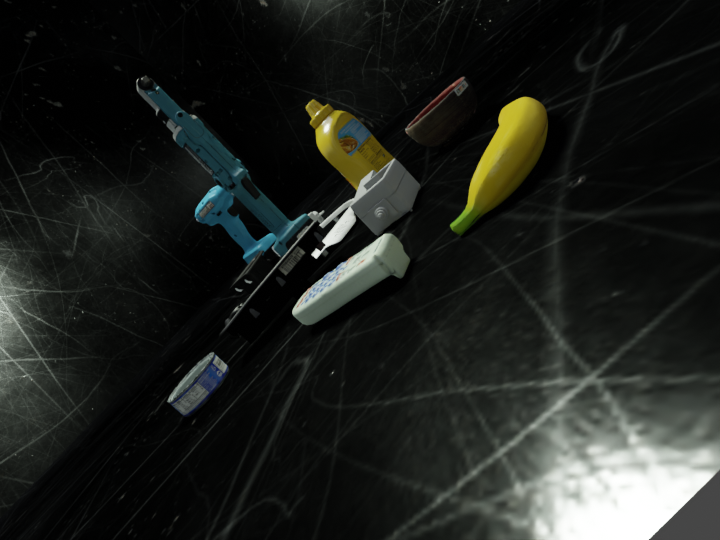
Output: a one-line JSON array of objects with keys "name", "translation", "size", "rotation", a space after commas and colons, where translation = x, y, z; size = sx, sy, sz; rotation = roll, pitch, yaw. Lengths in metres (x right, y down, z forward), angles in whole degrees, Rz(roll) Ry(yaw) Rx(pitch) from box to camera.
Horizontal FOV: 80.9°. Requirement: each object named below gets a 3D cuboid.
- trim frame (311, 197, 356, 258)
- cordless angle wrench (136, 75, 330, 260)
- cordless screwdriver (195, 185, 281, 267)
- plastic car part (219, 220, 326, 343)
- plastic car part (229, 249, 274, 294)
[{"name": "trim frame", "translation": [-0.076, -0.050, 0.776], "size": [0.189, 0.027, 0.247], "rotation": [-25, 24, 54]}, {"name": "cordless angle wrench", "translation": [-0.226, -0.168, 0.736], "size": [0.074, 0.416, 0.100], "rotation": [-48, 9, -23]}, {"name": "cordless screwdriver", "translation": [-0.264, -0.097, 0.992], "size": [0.162, 0.245, 0.074], "rotation": [-36, 11, 39]}, {"name": "plastic car part", "translation": [-0.114, 0.024, 0.592], "size": [0.202, 0.066, 0.068], "rotation": [-47, 11, -10]}, {"name": "plastic car part", "translation": [-0.215, 0.012, 0.904], "size": [0.067, 0.070, 0.117], "rotation": [-38, 14, 32]}]
